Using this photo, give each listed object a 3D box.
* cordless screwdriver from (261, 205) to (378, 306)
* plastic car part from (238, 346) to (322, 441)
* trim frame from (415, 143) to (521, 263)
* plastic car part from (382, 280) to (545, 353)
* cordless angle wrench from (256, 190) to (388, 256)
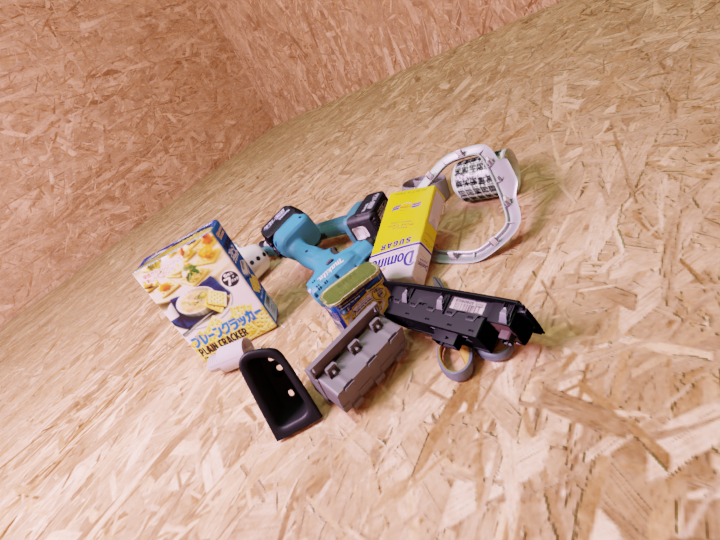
[{"bbox_3d":[-0.080,-0.052,0.814,0.159,0.070,0.263,-44,45,-6],"label":"cordless screwdriver"},{"bbox_3d":[-0.106,0.145,0.553,0.066,0.116,0.071,-29,1,0],"label":"plastic car part"},{"bbox_3d":[0.169,-0.116,0.708,0.188,0.026,0.256,-28,44,28],"label":"trim frame"},{"bbox_3d":[0.102,0.056,0.509,0.214,0.063,0.067,15,75,51],"label":"plastic car part"},{"bbox_3d":[-0.120,-0.078,0.971,0.440,0.071,0.098,-11,33,37],"label":"cordless angle wrench"}]
